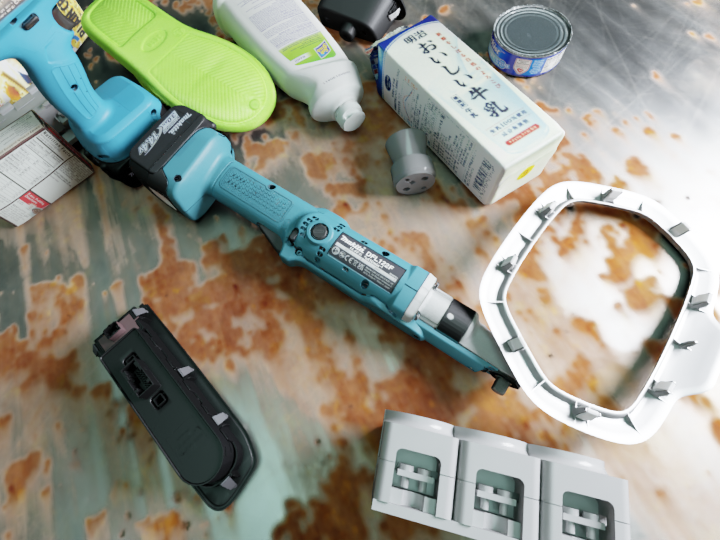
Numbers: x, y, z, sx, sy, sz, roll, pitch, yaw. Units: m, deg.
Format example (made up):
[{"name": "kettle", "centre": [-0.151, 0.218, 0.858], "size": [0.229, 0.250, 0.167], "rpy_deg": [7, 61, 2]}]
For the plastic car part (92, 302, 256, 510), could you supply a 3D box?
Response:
[{"name": "plastic car part", "centre": [-0.169, 0.110, 0.371], "size": [0.066, 0.065, 0.210], "rpy_deg": [-41, 71, -20]}]

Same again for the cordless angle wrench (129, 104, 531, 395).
[{"name": "cordless angle wrench", "centre": [-0.040, -0.026, 0.409], "size": [0.436, 0.072, 0.098], "rpy_deg": [32, 74, 16]}]

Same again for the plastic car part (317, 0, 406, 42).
[{"name": "plastic car part", "centre": [-0.009, -0.335, 0.548], "size": [0.120, 0.064, 0.071], "rpy_deg": [32, 88, 14]}]

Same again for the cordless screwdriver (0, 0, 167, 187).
[{"name": "cordless screwdriver", "centre": [-0.261, -0.199, 0.413], "size": [0.077, 0.241, 0.159], "rpy_deg": [35, 79, 15]}]

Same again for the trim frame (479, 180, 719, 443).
[{"name": "trim frame", "centre": [0.211, 0.018, 0.359], "size": [0.189, 0.027, 0.246], "rpy_deg": [39, 65, 12]}]
